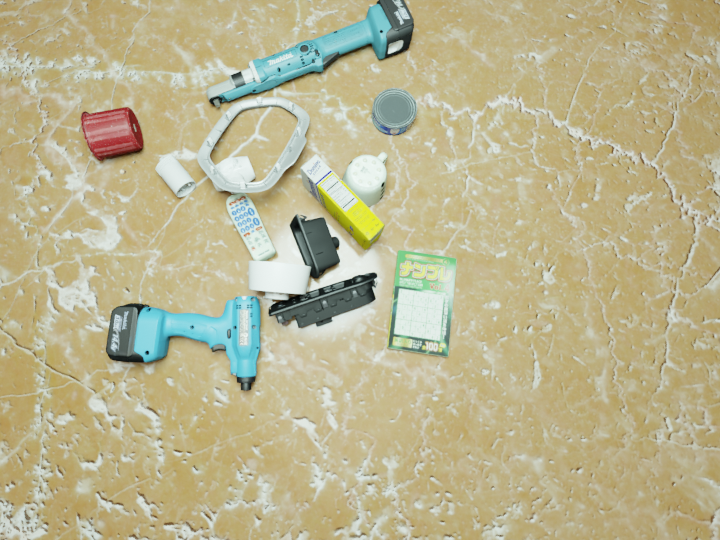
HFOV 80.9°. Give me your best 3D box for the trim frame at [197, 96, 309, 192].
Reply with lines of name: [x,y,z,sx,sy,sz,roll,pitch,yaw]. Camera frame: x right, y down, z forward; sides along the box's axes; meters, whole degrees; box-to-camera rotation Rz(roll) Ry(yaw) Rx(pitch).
trim frame: [-0.195,-0.245,0.792,0.188,0.027,0.250,18,61,9]

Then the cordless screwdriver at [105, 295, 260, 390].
cordless screwdriver: [-0.297,0.128,0.727,0.247,0.074,0.161,-2,79,-4]

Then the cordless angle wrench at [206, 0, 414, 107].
cordless angle wrench: [-0.107,-0.422,0.839,0.422,0.073,0.100,-22,80,-1]

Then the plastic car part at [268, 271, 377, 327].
plastic car part: [-0.057,0.056,0.741,0.202,0.066,0.067,-23,91,-4]

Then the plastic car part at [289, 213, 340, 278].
plastic car part: [-0.075,-0.049,0.768,0.069,0.066,0.118,-22,83,-20]
